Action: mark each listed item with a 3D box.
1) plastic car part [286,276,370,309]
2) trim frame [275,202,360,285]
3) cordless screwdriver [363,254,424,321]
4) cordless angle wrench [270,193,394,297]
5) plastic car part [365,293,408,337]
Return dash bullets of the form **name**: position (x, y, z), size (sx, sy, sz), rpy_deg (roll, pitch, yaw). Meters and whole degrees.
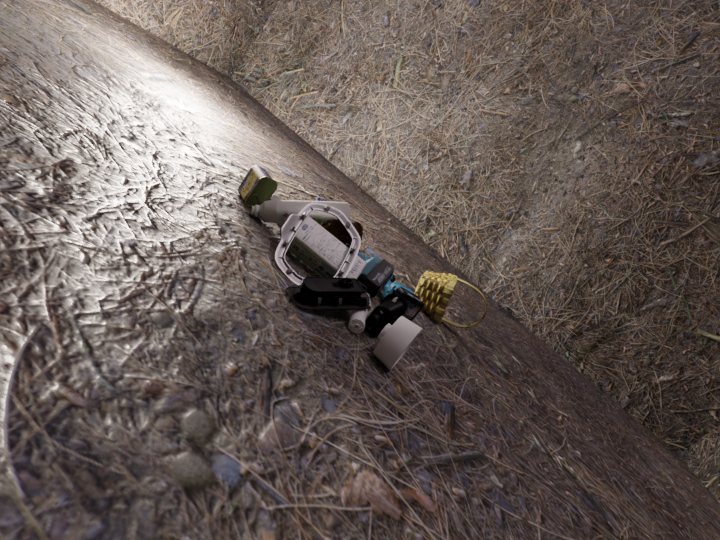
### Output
- **plastic car part**: position (-0.056, 0.045, 0.878), size (0.194, 0.067, 0.069), rpy_deg (0, 50, -37)
- **trim frame**: position (-0.096, -0.063, 0.982), size (0.184, 0.027, 0.249), rpy_deg (29, 55, -2)
- **cordless screwdriver**: position (0.097, 0.054, 1.264), size (0.151, 0.074, 0.262), rpy_deg (28, 15, -37)
- **cordless angle wrench**: position (-0.101, -0.092, 1.196), size (0.435, 0.097, 0.073), rpy_deg (38, -28, 15)
- **plastic car part**: position (0.046, 0.105, 0.942), size (0.068, 0.116, 0.069), rpy_deg (-18, 56, -45)
